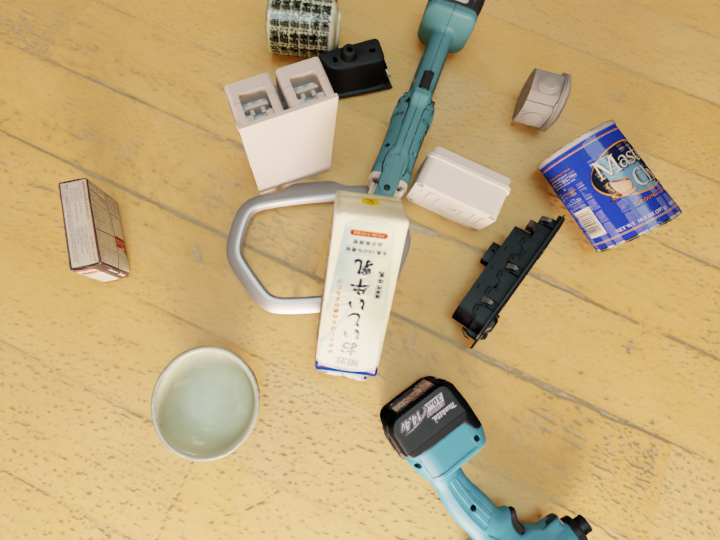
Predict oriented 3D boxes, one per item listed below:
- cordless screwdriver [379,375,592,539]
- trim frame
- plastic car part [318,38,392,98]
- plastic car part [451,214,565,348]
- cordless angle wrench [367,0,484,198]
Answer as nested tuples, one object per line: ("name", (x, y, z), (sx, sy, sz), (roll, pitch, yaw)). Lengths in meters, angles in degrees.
("cordless screwdriver", (0.141, 0.241, 0.486), (0.158, 0.074, 0.252), (-29, 83, -9))
("trim frame", (-0.056, -0.036, 0.570), (0.248, 0.027, 0.187), (-7, 78, -1))
("plastic car part", (-0.012, -0.296, 0.610), (0.115, 0.070, 0.067), (-15, 79, -9))
("plastic car part", (0.184, 0.007, 0.547), (0.069, 0.064, 0.203), (32, 78, 13))
("cordless angle wrench", (0.071, -0.210, 0.575), (0.075, 0.097, 0.425), (20, 77, -1))
